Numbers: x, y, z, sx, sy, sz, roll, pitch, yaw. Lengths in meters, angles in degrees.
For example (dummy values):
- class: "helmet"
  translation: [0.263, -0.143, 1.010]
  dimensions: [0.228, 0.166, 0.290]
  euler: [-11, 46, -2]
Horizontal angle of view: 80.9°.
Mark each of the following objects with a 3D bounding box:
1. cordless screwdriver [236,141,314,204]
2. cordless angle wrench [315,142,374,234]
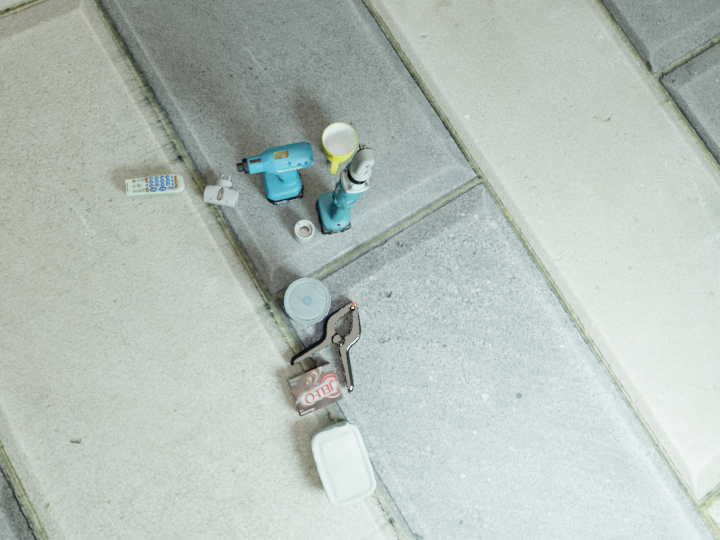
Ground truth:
- class: "cordless screwdriver"
  translation: [-0.198, -0.217, 0.972]
  dimensions: [0.157, 0.250, 0.075]
  euler: [-13, 86, -12]
- class: "cordless angle wrench"
  translation: [-0.032, -0.161, 0.891]
  dimensions: [0.073, 0.425, 0.099]
  euler: [-12, 86, -13]
